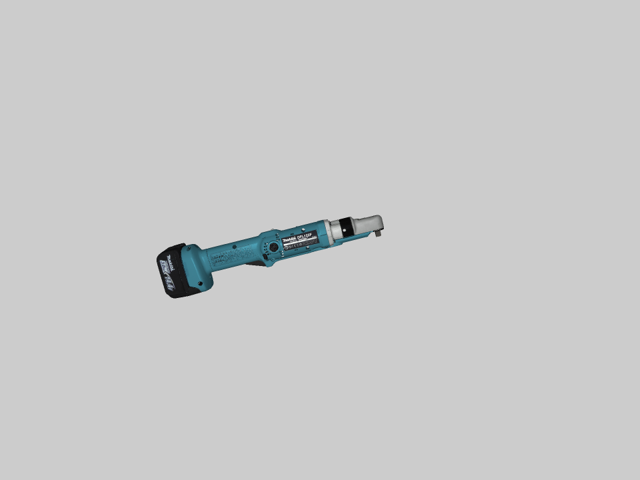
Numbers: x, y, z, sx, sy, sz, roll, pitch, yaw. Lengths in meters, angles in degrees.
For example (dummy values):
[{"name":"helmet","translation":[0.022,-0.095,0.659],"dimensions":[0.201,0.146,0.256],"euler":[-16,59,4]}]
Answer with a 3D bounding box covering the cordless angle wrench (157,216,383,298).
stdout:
[{"name":"cordless angle wrench","translation":[-0.088,0.013,0.807],"dimensions":[0.423,0.098,0.074],"euler":[-14,6,1]}]
